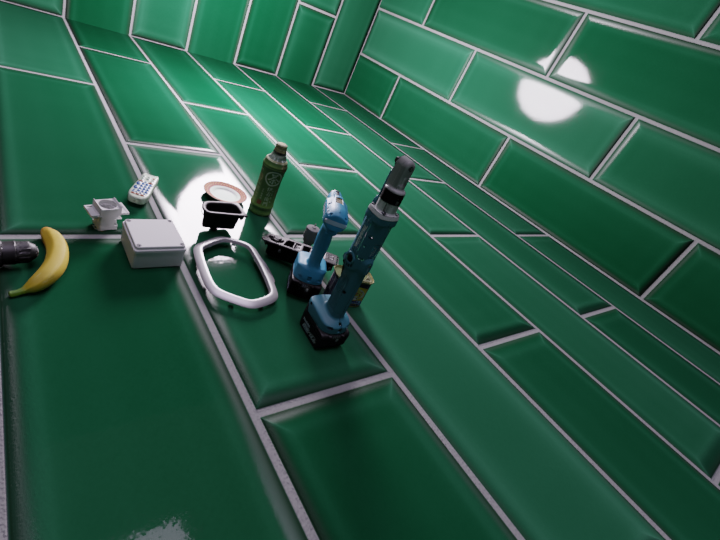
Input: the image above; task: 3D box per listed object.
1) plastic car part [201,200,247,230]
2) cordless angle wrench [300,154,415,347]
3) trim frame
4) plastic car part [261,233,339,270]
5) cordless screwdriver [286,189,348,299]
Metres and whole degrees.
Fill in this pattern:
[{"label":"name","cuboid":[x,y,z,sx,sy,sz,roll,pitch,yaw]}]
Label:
[{"label":"plastic car part","cuboid":[-0.363,-0.135,1.090,0.111,0.070,0.069,-5,41,-42]},{"label":"cordless angle wrench","cuboid":[-0.002,-0.024,0.815,0.071,0.420,0.103,2,38,-39]},{"label":"trim frame","cuboid":[-0.284,0.000,0.971,0.176,0.027,0.262,0,37,-37]},{"label":"plastic car part","cuboid":[-0.160,-0.041,1.089,0.202,0.066,0.067,23,29,-3]},{"label":"cordless screwdriver","cuboid":[-0.096,-0.063,0.986,0.073,0.247,0.164,19,30,-15]}]
